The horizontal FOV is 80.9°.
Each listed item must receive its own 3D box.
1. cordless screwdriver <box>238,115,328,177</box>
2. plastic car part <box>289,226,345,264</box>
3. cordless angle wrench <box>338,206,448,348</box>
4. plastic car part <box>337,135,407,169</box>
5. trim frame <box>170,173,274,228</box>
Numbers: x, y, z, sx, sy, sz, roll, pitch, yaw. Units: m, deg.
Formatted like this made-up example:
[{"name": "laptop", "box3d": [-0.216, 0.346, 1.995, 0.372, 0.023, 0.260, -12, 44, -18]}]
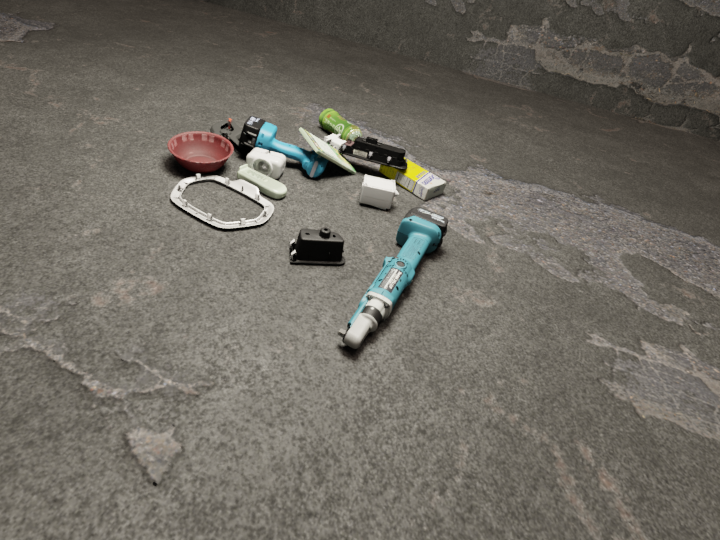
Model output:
[{"name": "cordless screwdriver", "box3d": [-0.206, -0.351, 1.187, 0.248, 0.074, 0.161, 23, 34, -3]}, {"name": "plastic car part", "box3d": [-0.084, -0.055, 0.856, 0.115, 0.069, 0.068, 2, 40, -10]}, {"name": "cordless angle wrench", "box3d": [0.070, 0.005, 0.824, 0.101, 0.073, 0.420, 23, 41, 13]}, {"name": "plastic car part", "box3d": [0.044, -0.339, 1.199, 0.208, 0.066, 0.065, 23, 30, 13]}, {"name": "trim frame", "box3d": [-0.317, -0.165, 0.971, 0.259, 0.027, 0.181, 26, 39, 21]}]
